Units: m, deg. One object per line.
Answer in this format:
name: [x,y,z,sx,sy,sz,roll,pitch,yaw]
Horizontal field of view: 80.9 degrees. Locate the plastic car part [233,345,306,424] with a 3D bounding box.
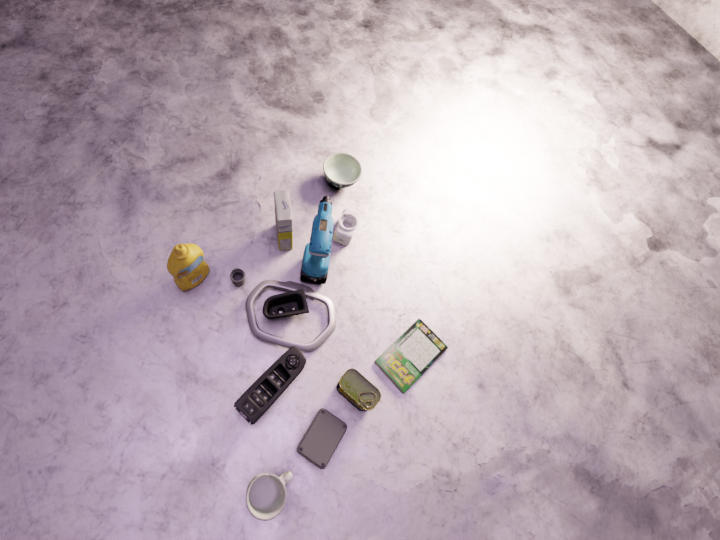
plastic car part: [-0.211,0.275,1.026,0.068,0.066,0.201,40,67,10]

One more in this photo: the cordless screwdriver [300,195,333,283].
cordless screwdriver: [-0.108,-0.071,1.103,0.074,0.246,0.162,9,65,-7]

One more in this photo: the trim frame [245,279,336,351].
trim frame: [-0.185,0.114,1.127,0.249,0.027,0.187,14,64,1]

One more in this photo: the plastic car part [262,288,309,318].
plastic car part: [-0.200,0.099,1.110,0.115,0.070,0.068,-11,68,-12]
